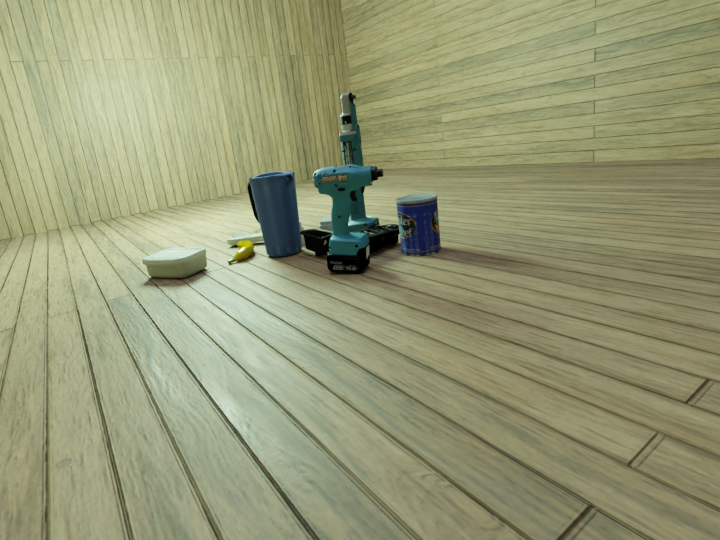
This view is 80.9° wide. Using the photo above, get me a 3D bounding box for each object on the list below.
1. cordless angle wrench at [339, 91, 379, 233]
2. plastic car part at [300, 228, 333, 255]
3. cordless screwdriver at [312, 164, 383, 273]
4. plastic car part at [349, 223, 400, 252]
[{"bbox_3d":[-0.016,-0.276,1.184,0.102,0.415,0.073,0,16,26],"label":"cordless angle wrench"},{"bbox_3d":[-0.115,-0.075,1.172,0.064,0.069,0.123,-19,20,-36],"label":"plastic car part"},{"bbox_3d":[-0.016,-0.120,0.980,0.164,0.244,0.073,-2,15,20],"label":"cordless screwdriver"},{"bbox_3d":[0.045,-0.087,1.143,0.196,0.066,0.070,-23,22,-40],"label":"plastic car part"}]
